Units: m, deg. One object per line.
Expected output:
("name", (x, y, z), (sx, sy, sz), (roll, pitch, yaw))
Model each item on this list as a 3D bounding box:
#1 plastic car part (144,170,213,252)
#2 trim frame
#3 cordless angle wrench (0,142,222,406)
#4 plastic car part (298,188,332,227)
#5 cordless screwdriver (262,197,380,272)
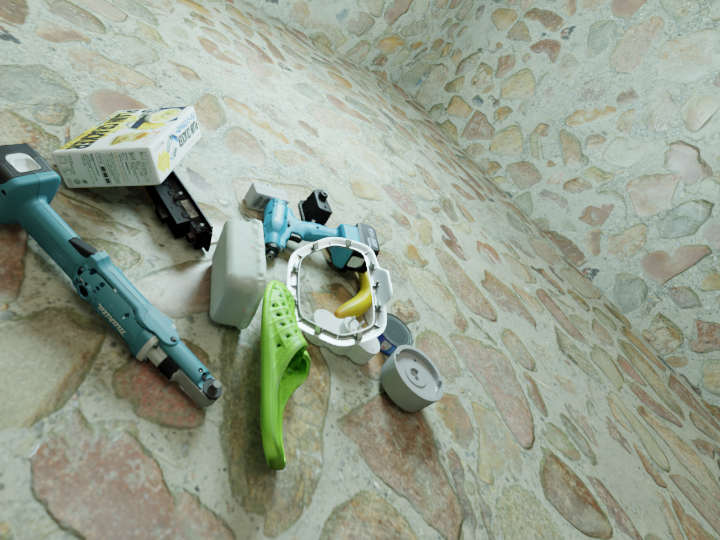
("plastic car part", (-0.330, -0.117, 0.744), (0.065, 0.065, 0.211), (-22, 62, -29))
("trim frame", (-0.038, 0.024, 0.748), (0.183, 0.027, 0.257), (0, 44, -6))
("cordless angle wrench", (-0.332, 0.014, 0.541), (0.426, 0.099, 0.073), (45, 31, 4))
("plastic car part", (-0.103, -0.154, 1.013), (0.063, 0.071, 0.122), (18, 39, -35))
("cordless screwdriver", (-0.086, -0.056, 0.878), (0.242, 0.074, 0.164), (16, 41, -16))
